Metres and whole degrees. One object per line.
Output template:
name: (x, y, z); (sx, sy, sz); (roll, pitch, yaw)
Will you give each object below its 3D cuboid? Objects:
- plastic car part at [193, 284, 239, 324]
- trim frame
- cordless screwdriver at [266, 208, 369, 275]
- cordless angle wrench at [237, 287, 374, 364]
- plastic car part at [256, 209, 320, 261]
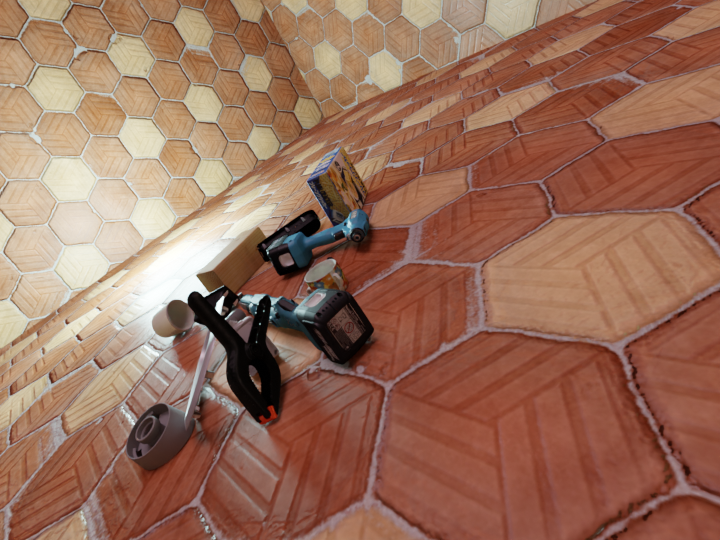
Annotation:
plastic car part: (-0.354, 0.097, 1.017); (0.118, 0.063, 0.073); (-27, 37, 18)
trim frame: (-0.260, 0.150, 0.718); (0.183, 0.027, 0.258); (-67, 21, 15)
cordless screwdriver: (-0.096, -0.063, 0.986); (0.252, 0.072, 0.161); (-22, 19, 12)
cordless angle wrench: (-0.142, 0.078, 0.785); (0.073, 0.095, 0.442); (-42, 23, -26)
plastic car part: (-0.188, -0.098, 1.178); (0.201, 0.063, 0.071); (-41, 35, -21)
